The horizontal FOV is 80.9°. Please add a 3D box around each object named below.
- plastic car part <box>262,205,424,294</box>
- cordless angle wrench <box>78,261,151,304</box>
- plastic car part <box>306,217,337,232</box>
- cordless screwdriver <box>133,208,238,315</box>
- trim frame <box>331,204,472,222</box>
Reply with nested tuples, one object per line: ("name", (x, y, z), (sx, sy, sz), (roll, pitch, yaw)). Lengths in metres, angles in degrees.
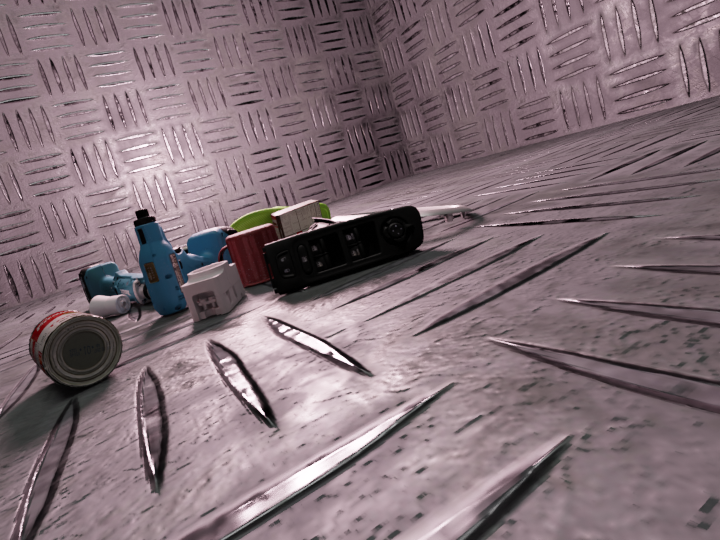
("plastic car part", (-0.017, -0.025, 0.543), (0.203, 0.068, 0.065), (-18, -16, 2))
("cordless angle wrench", (-0.487, 0.033, 0.886), (0.444, 0.096, 0.072), (0, 18, 44))
("plastic car part", (-0.070, -0.046, 0.718), (0.070, 0.064, 0.121), (-35, 18, -13))
("cordless screwdriver", (-0.288, -0.036, 0.722), (0.075, 0.157, 0.247), (-15, 9, 10))
("trim frame", (0.062, -0.089, 0.701), (0.261, 0.027, 0.177), (5, 13, 42))
